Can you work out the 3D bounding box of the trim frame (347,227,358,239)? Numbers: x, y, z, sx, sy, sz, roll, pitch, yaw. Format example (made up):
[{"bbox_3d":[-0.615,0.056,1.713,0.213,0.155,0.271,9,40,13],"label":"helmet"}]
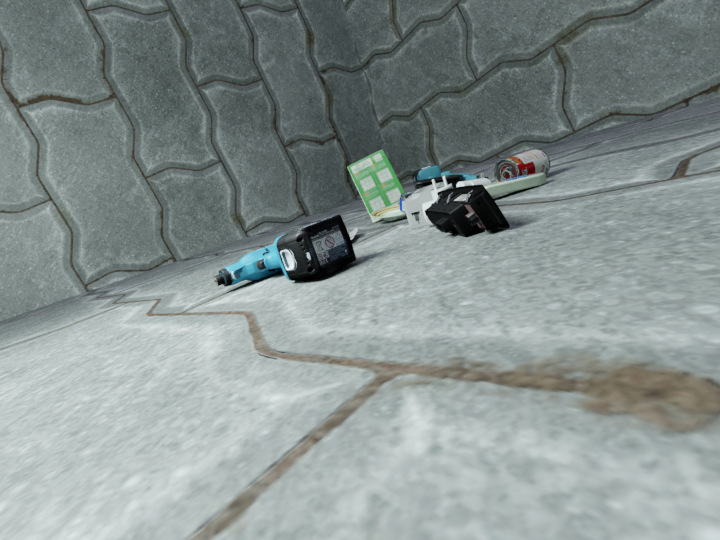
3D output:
[{"bbox_3d":[-0.093,-0.061,0.948,0.185,0.027,0.250,-16,9,1],"label":"trim frame"}]

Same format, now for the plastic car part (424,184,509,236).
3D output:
[{"bbox_3d":[0.141,-0.081,0.620,0.067,0.065,0.205,-43,10,6],"label":"plastic car part"}]

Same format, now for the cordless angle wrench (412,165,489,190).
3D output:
[{"bbox_3d":[0.248,-0.240,1.169,0.074,0.096,0.433,-18,15,-6],"label":"cordless angle wrench"}]

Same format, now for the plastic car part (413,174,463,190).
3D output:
[{"bbox_3d":[0.190,-0.198,1.053,0.115,0.070,0.068,-15,13,-10],"label":"plastic car part"}]

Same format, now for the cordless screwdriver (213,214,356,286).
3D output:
[{"bbox_3d":[-0.132,-0.017,0.682,0.154,0.074,0.258,-24,9,-33],"label":"cordless screwdriver"}]
